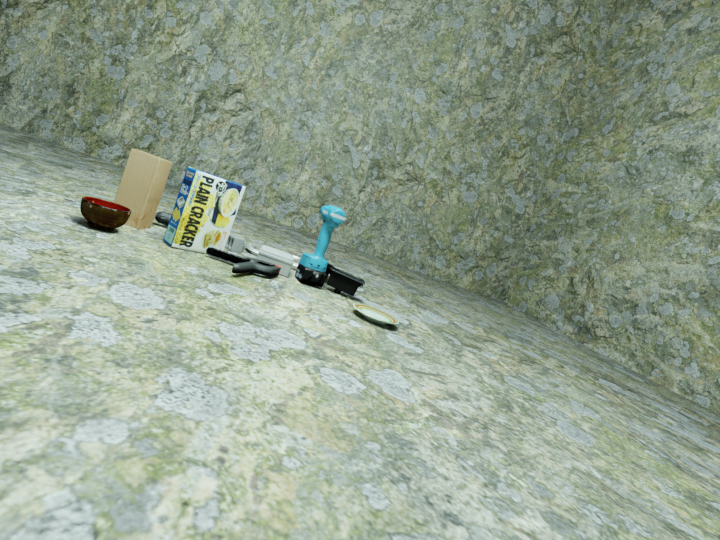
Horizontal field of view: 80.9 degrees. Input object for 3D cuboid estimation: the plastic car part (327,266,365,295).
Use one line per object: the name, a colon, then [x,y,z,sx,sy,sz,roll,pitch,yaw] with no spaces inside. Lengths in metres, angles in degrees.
plastic car part: [-0.052,0.040,1.300,0.116,0.071,0.066,20,6,-1]

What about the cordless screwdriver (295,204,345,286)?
cordless screwdriver: [-0.128,-0.084,1.307,0.071,0.248,0.166,18,6,-24]

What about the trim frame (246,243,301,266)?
trim frame: [-0.287,-0.048,1.491,0.248,0.027,0.185,20,7,-3]

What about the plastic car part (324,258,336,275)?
plastic car part: [-0.131,-0.009,1.477,0.065,0.067,0.207,19,7,-13]
